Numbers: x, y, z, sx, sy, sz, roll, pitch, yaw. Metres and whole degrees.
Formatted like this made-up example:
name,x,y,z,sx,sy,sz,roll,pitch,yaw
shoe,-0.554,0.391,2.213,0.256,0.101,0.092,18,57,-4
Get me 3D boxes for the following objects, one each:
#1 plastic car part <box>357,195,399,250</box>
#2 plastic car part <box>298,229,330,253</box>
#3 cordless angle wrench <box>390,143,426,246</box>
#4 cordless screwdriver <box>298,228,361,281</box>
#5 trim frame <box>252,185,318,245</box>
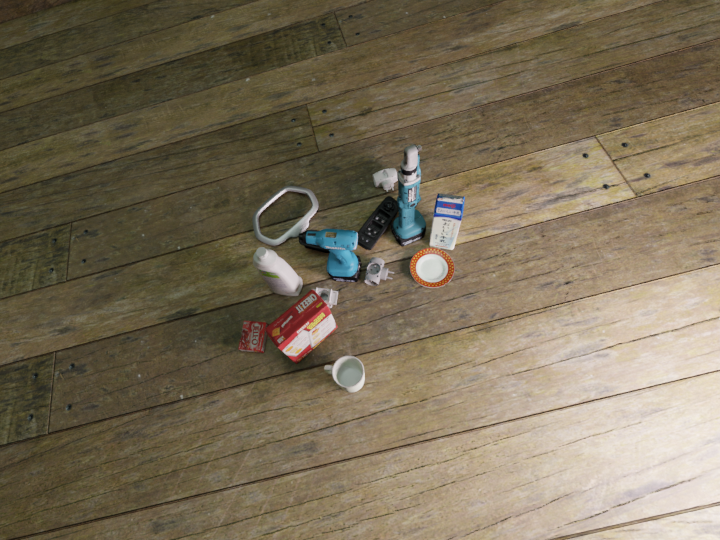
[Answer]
name,x,y,z,sx,sy,sz,roll,pitch,yaw
plastic car part,0.058,-0.145,1.337,0.069,0.064,0.203,29,73,19
plastic car part,-0.131,-0.086,1.342,0.120,0.068,0.067,10,67,14
cordless angle wrench,0.132,-0.199,1.157,0.098,0.408,0.077,-23,66,-4
cordless screwdriver,-0.080,-0.047,1.217,0.162,0.240,0.075,6,67,10
trim frame,-0.258,-0.190,1.439,0.247,0.026,0.192,-44,65,-11
